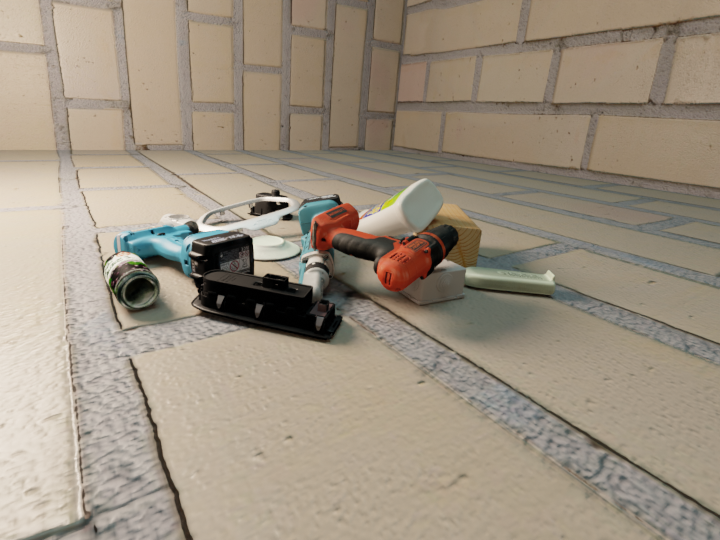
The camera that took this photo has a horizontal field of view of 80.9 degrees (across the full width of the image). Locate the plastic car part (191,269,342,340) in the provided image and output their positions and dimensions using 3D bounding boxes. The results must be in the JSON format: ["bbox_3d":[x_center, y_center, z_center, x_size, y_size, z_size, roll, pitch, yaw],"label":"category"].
[{"bbox_3d":[-0.128,0.037,0.546,0.209,0.065,0.066,6,26,16],"label":"plastic car part"}]

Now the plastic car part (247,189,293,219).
[{"bbox_3d":[-0.224,-0.172,1.082,0.121,0.069,0.064,9,20,24],"label":"plastic car part"}]

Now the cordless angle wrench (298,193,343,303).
[{"bbox_3d":[-0.075,-0.049,0.767,0.098,0.072,0.432,-9,24,1],"label":"cordless angle wrench"}]

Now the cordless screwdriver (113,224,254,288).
[{"bbox_3d":[-0.278,-0.039,0.713,0.261,0.073,0.154,11,21,32],"label":"cordless screwdriver"}]

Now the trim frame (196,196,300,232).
[{"bbox_3d":[-0.255,-0.127,0.961,0.241,0.027,0.195,-20,28,-29],"label":"trim frame"}]
